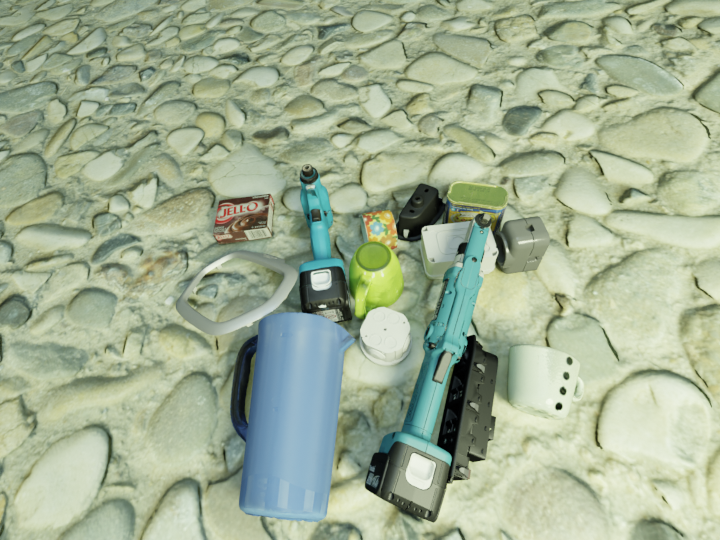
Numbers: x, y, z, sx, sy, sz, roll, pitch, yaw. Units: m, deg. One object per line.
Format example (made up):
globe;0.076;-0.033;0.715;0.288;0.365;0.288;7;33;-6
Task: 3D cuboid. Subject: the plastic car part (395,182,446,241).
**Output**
plastic car part;0.106;-0.113;0.768;0.069;0.068;0.116;26;61;24

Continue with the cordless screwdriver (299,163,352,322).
cordless screwdriver;-0.069;-0.045;0.702;0.075;0.153;0.257;-9;57;0

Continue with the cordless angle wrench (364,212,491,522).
cordless angle wrench;0.117;0.097;0.583;0.075;0.097;0.426;22;66;0

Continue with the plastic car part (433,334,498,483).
plastic car part;0.148;0.182;0.567;0.068;0.064;0.206;13;59;5

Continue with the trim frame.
trim frame;-0.208;0.028;0.703;0.262;0.026;0.182;14;51;46
